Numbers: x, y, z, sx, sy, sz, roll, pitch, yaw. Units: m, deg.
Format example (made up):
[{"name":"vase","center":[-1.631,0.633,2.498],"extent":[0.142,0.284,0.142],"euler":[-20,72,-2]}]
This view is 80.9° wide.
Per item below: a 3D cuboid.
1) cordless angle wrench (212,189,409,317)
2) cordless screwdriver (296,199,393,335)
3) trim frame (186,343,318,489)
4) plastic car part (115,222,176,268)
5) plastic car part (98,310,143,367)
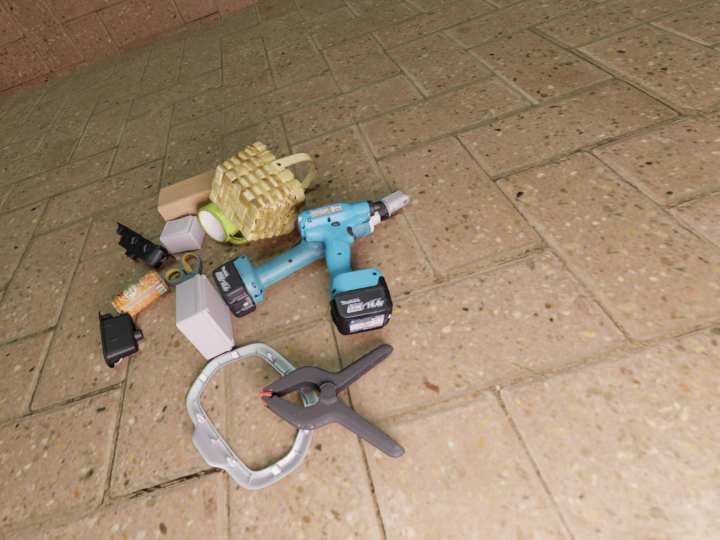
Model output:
[{"name":"cordless angle wrench","center":[-0.082,-0.054,0.841],"extent":[0.419,0.071,0.103],"euler":[-29,47,-10]},{"name":"cordless screwdriver","center":[-0.007,-0.021,0.743],"extent":[0.157,0.072,0.259],"euler":[-16,58,-9]},{"name":"trim frame","center":[-0.175,0.214,0.661],"extent":[0.182,0.026,0.263],"euler":[-43,51,-18]},{"name":"plastic car part","center":[-0.519,-0.054,1.000],"extent":[0.214,0.063,0.067],"euler":[19,67,32]},{"name":"plastic car part","center":[-0.462,0.130,0.822],"extent":[0.069,0.064,0.123],"euler":[-22,47,-22]}]
